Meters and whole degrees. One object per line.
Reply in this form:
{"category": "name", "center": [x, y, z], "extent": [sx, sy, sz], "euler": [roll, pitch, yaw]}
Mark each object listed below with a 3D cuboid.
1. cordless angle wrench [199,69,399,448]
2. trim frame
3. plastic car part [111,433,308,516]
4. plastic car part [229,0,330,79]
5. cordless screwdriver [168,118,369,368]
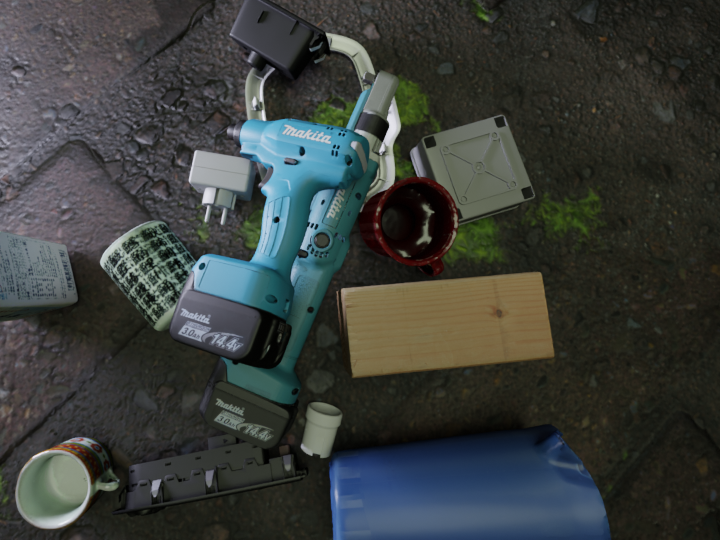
{"category": "cordless angle wrench", "center": [-0.046, -0.030, 0.467], "extent": [0.098, 0.074, 0.423], "euler": [23, 85, -2]}
{"category": "trim frame", "center": [-0.046, -0.185, 0.526], "extent": [0.183, 0.027, 0.251], "euler": [-11, 81, -5]}
{"category": "plastic car part", "center": [-0.160, 0.214, 0.447], "extent": [0.202, 0.065, 0.068], "euler": [-14, 76, -5]}
{"category": "plastic car part", "center": [-0.102, -0.268, 0.499], "extent": [0.117, 0.065, 0.071], "euler": [29, 96, 3]}
{"category": "cordless screwdriver", "center": [-0.105, -0.042, 0.417], "extent": [0.165, 0.071, 0.250], "euler": [16, 75, 20]}
